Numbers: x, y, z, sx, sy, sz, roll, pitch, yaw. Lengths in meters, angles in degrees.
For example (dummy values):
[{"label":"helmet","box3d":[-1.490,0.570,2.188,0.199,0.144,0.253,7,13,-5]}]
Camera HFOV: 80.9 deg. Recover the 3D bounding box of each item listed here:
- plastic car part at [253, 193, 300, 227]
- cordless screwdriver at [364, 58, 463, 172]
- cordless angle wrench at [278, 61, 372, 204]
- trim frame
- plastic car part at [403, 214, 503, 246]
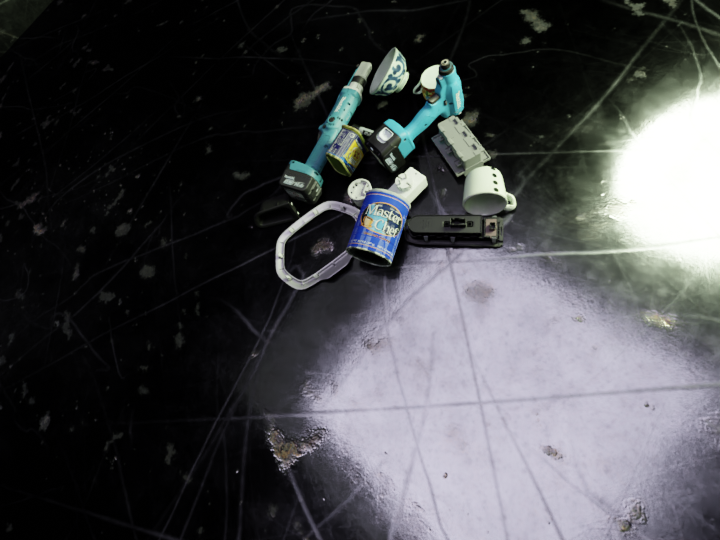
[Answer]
[{"label":"plastic car part","box3d":[-0.215,-0.158,1.071,0.120,0.062,0.073,-10,52,20]},{"label":"cordless screwdriver","box3d":[0.124,-0.347,0.955,0.249,0.151,0.078,-40,64,4]},{"label":"cordless angle wrench","box3d":[-0.069,-0.371,1.090,0.102,0.071,0.424,20,76,25]},{"label":"trim frame","box3d":[-0.098,-0.064,1.001,0.249,0.026,0.192,-36,62,3]},{"label":"plastic car part","box3d":[0.187,-0.087,0.882,0.211,0.064,0.067,1,78,24]}]
